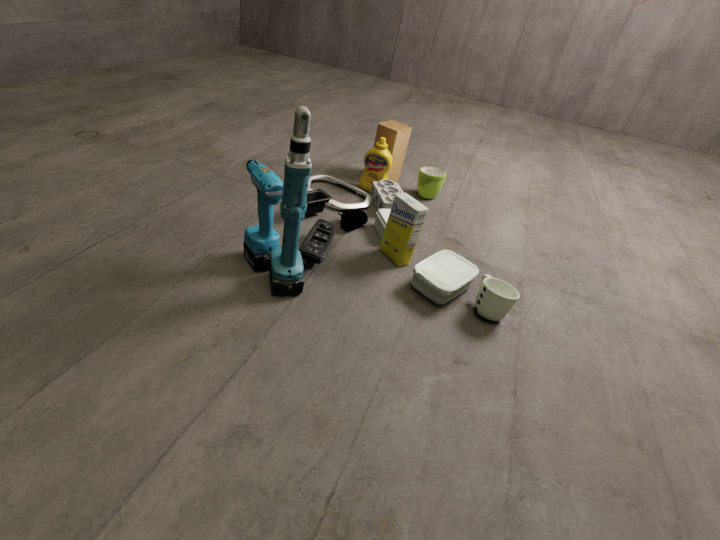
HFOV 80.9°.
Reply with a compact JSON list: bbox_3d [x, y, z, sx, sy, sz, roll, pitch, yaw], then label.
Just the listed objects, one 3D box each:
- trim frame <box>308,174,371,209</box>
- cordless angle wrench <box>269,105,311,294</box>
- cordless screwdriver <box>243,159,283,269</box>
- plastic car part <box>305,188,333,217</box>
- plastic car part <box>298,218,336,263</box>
[{"bbox_3d":[-0.080,-0.265,1.420,0.259,0.027,0.180,26,39,22],"label":"trim frame"},{"bbox_3d":[-0.142,-0.132,0.894,0.072,0.414,0.102,1,37,-17],"label":"cordless angle wrench"},{"bbox_3d":[-0.242,-0.136,1.023,0.072,0.243,0.168,-12,41,-31],"label":"cordless screwdriver"},{"bbox_3d":[-0.151,-0.196,1.275,0.113,0.069,0.069,-23,47,-38],"label":"plastic car part"},{"bbox_3d":[-0.109,-0.071,1.115,0.067,0.065,0.205,13,36,3],"label":"plastic car part"}]
